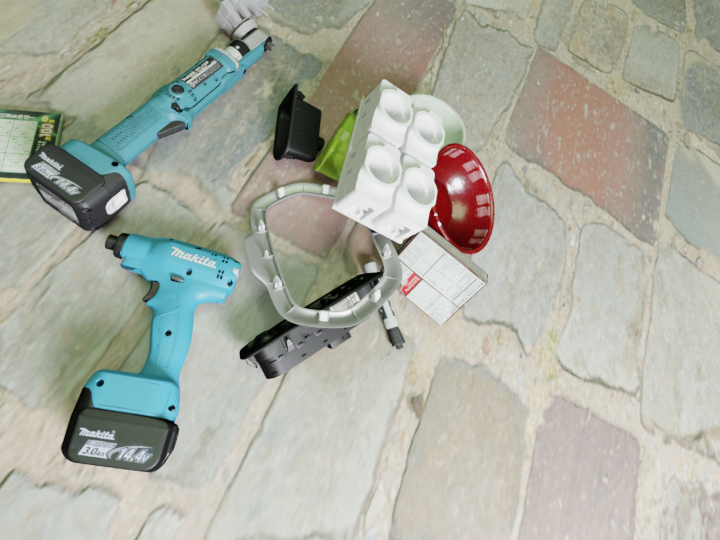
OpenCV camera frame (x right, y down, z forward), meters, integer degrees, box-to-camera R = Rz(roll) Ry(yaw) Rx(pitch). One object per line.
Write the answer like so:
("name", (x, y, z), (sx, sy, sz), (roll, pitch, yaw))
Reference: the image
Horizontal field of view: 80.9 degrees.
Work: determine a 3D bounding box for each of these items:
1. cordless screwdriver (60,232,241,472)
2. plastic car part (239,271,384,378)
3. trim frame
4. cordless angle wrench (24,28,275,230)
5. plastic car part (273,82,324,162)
("cordless screwdriver", (-0.241, 0.074, 0.460), (0.157, 0.074, 0.253), (16, 60, -8))
("plastic car part", (-0.055, 0.068, 0.522), (0.198, 0.069, 0.066), (-26, 104, -25))
("trim frame", (-0.053, -0.035, 0.541), (0.181, 0.027, 0.260), (-14, 53, -12))
("cordless angle wrench", (-0.257, -0.234, 0.596), (0.098, 0.074, 0.422), (33, 60, -1))
("plastic car part", (-0.088, -0.207, 0.637), (0.068, 0.067, 0.119), (11, 67, -28))
